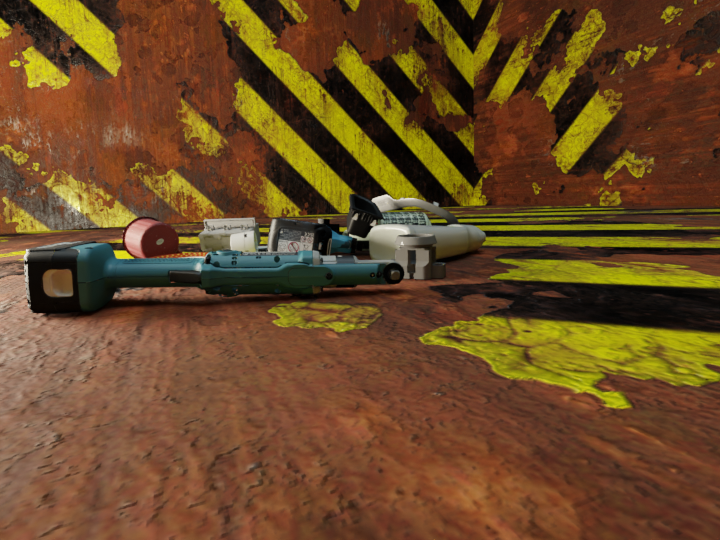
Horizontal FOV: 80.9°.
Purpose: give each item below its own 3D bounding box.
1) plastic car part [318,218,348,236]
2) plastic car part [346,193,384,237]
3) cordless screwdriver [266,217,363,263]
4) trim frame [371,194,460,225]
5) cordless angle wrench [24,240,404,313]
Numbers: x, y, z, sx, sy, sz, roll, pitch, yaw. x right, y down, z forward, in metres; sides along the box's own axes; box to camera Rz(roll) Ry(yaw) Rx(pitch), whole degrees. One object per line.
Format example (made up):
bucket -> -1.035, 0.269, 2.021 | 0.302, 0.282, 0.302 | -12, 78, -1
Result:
plastic car part -> -0.092, -0.087, 0.985 | 0.069, 0.066, 0.196 | 9, 12, 24
plastic car part -> -0.003, -0.100, 0.823 | 0.065, 0.070, 0.119 | 18, 18, -12
cordless screwdriver -> -0.074, -0.049, 0.760 | 0.160, 0.074, 0.248 | 8, 6, 1
trim frame -> 0.109, -0.111, 0.929 | 0.176, 0.028, 0.258 | 27, -13, -26
cordless angle wrench -> -0.160, 0.003, 0.505 | 0.421, 0.074, 0.099 | -1, 9, -2
